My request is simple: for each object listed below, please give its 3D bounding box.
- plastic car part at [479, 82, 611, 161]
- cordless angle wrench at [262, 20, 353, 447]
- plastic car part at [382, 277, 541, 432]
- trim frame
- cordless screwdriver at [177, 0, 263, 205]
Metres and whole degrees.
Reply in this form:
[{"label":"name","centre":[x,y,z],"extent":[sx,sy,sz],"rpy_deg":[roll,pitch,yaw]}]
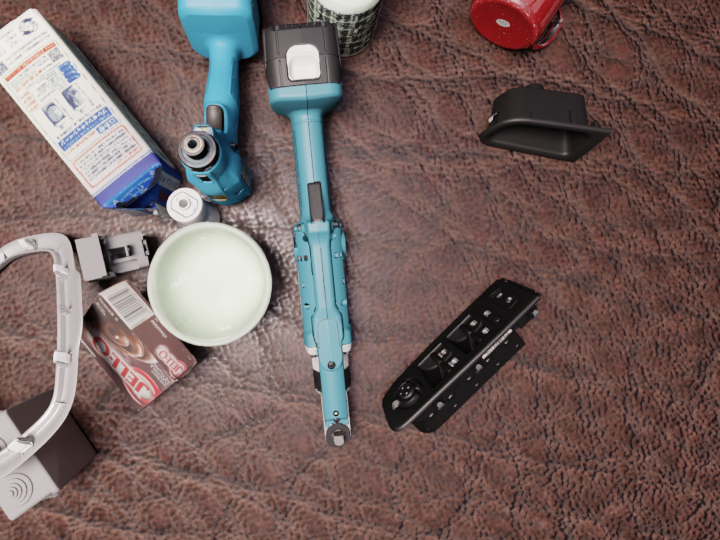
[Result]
[{"label":"plastic car part","centre":[0.198,-0.171,0.467],"extent":[0.117,0.065,0.072],"rpy_deg":[13,74,1]},{"label":"cordless angle wrench","centre":[-0.043,-0.028,0.443],"extent":[0.074,0.099,0.421],"rpy_deg":[-5,93,-5]},{"label":"plastic car part","centre":[0.108,0.099,0.454],"extent":[0.202,0.069,0.064],"rpy_deg":[-40,118,-4]},{"label":"trim frame","centre":[-0.340,0.067,0.401],"extent":[0.184,0.026,0.260],"rpy_deg":[-25,57,1]},{"label":"cordless screwdriver","centre":[-0.138,-0.194,0.406],"extent":[0.074,0.160,0.250],"rpy_deg":[0,87,-6]}]
